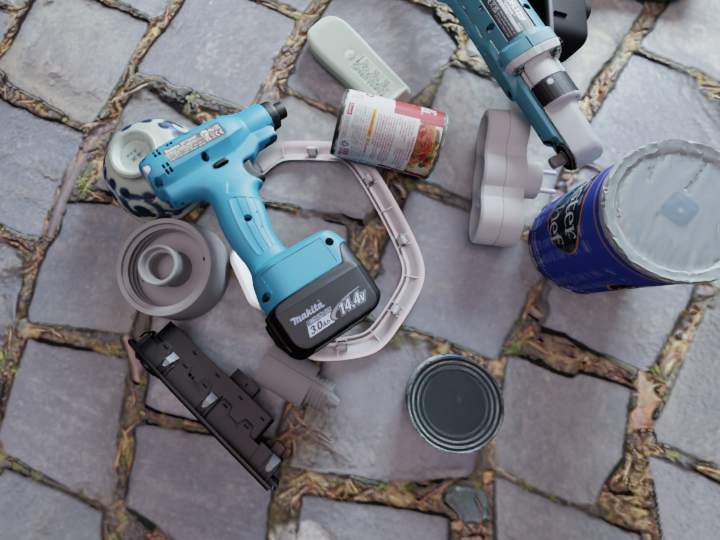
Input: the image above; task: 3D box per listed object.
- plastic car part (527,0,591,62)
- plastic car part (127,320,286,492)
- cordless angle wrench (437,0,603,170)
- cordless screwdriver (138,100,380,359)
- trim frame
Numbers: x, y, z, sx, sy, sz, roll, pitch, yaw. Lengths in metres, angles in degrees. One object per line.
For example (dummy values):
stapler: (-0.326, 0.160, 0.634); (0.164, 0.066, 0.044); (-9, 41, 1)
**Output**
plastic car part: (0.205, -0.269, 0.445); (0.070, 0.066, 0.117); (9, 79, -10)
plastic car part: (-0.145, 0.120, 0.413); (0.207, 0.065, 0.067); (36, 76, 10)
cordless angle wrench: (0.112, -0.283, 0.420); (0.099, 0.071, 0.434); (-27, 74, 11)
cordless screwdriver: (-0.077, -0.052, 0.403); (0.157, 0.073, 0.255); (-36, 77, -19)
trim frame: (-0.043, -0.028, 0.444); (0.184, 0.027, 0.252); (-26, 81, 2)
